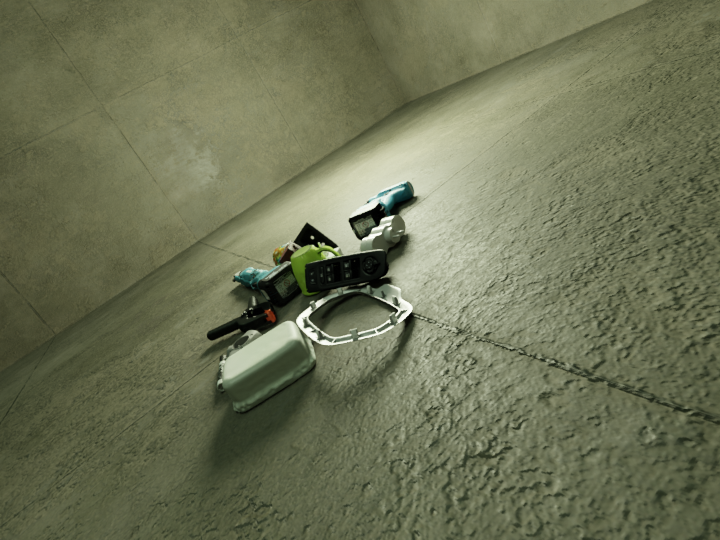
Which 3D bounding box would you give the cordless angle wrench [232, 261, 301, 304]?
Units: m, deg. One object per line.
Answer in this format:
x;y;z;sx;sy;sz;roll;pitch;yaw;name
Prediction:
-0.288;0.025;1.200;0.097;0.072;0.441;-39;20;-23;cordless angle wrench

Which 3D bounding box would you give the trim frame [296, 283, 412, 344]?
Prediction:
-0.017;0.070;0.752;0.181;0.027;0.258;-23;16;-19;trim frame

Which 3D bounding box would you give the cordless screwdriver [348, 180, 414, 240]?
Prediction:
0.041;-0.168;1.177;0.165;0.072;0.246;-16;22;35;cordless screwdriver

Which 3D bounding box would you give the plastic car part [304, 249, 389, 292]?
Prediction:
-0.024;0.005;0.887;0.211;0.063;0.067;-13;68;37;plastic car part

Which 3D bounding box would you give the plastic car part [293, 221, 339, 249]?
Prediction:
-0.112;-0.073;1.146;0.066;0.117;0.071;-56;-1;7;plastic car part
